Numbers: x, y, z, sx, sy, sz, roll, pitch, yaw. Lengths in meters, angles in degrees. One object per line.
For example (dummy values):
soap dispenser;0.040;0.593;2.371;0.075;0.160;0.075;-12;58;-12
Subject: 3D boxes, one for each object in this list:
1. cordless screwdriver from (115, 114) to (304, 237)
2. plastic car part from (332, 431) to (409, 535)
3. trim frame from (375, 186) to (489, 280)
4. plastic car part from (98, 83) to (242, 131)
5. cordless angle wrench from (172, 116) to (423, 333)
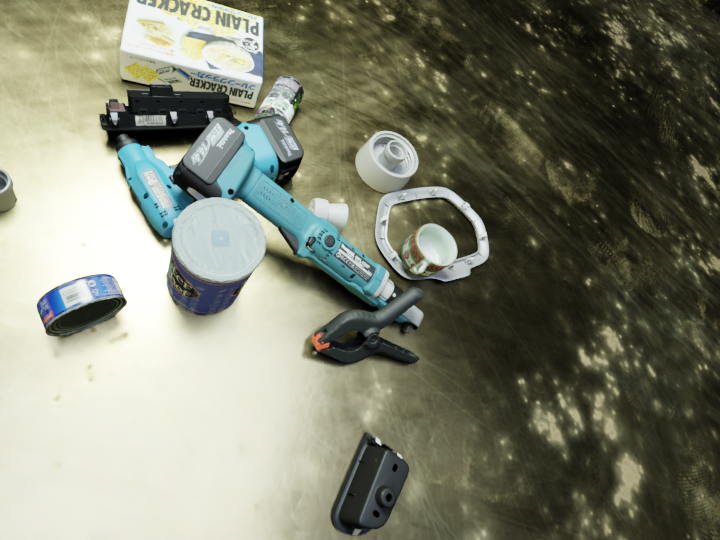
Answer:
cordless screwdriver;-0.219;-0.166;0.627;0.243;0.075;0.161;-31;82;-28
plastic car part;0.021;0.269;0.520;0.065;0.071;0.116;36;54;-6
trim frame;0.133;-0.069;0.757;0.240;0.028;0.189;-11;72;-29
plastic car part;-0.281;-0.245;0.638;0.195;0.066;0.070;-8;31;-31
cordless angle wrench;-0.058;-0.038;0.596;0.408;0.077;0.098;38;70;-20
